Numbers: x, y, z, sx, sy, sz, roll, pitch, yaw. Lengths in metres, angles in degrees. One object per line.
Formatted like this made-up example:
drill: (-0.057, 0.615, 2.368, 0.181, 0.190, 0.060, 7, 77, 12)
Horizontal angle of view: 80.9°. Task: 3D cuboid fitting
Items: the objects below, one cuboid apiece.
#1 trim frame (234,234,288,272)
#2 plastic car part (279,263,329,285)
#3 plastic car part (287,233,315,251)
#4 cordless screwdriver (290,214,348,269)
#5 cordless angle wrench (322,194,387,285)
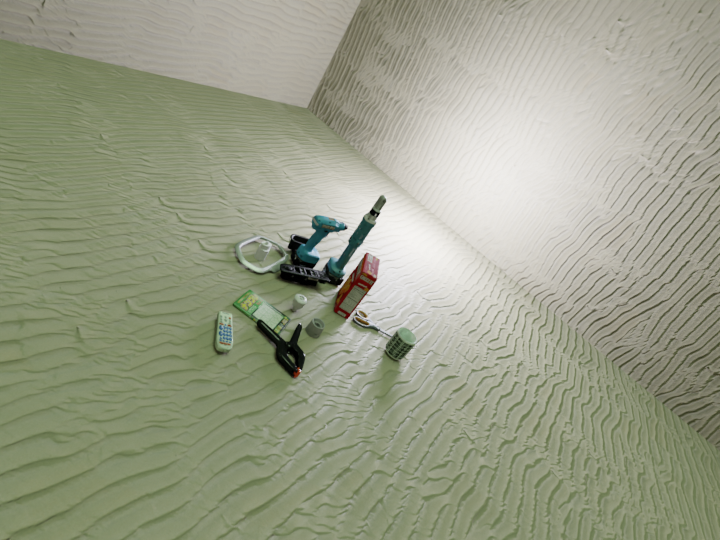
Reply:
trim frame: (-0.380, -0.063, 1.634, 0.188, 0.027, 0.243, 37, 28, 10)
plastic car part: (-0.223, 0.019, 1.617, 0.194, 0.067, 0.069, 17, 32, -26)
plastic car part: (-0.259, -0.104, 1.775, 0.111, 0.071, 0.069, 15, 33, -30)
cordless screwdriver: (-0.165, -0.108, 1.685, 0.151, 0.249, 0.078, 10, 37, -38)
cordless angle wrench: (-0.017, -0.120, 1.666, 0.071, 0.423, 0.102, 21, 31, -25)
